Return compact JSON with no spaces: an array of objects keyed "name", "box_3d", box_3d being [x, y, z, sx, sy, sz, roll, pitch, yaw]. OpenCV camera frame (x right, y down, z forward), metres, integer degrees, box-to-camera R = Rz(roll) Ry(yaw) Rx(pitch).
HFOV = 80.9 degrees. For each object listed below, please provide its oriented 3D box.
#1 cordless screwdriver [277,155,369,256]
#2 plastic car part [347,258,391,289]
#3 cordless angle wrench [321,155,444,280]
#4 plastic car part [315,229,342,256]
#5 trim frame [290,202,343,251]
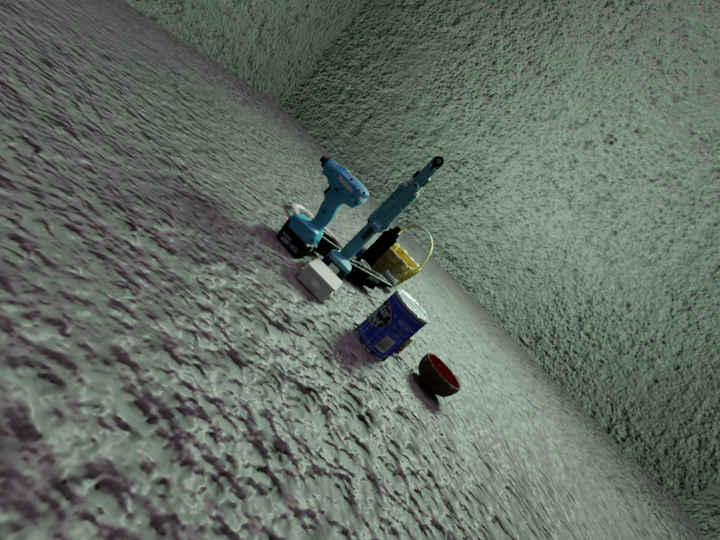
[{"name":"cordless screwdriver","box_3d":[-0.114,-0.162,1.084,0.164,0.250,0.072,49,16,15]},{"name":"plastic car part","box_3d":[0.000,0.008,1.275,0.192,0.067,0.069,34,18,-34]},{"name":"cordless angle wrench","box_3d":[0.049,-0.127,1.069,0.074,0.425,0.098,44,15,-4]},{"name":"plastic car part","box_3d":[-0.117,-0.076,1.194,0.110,0.071,0.069,28,22,-46]},{"name":"trim frame","box_3d":[-0.138,-0.132,1.386,0.244,0.028,0.187,41,14,-11]}]
